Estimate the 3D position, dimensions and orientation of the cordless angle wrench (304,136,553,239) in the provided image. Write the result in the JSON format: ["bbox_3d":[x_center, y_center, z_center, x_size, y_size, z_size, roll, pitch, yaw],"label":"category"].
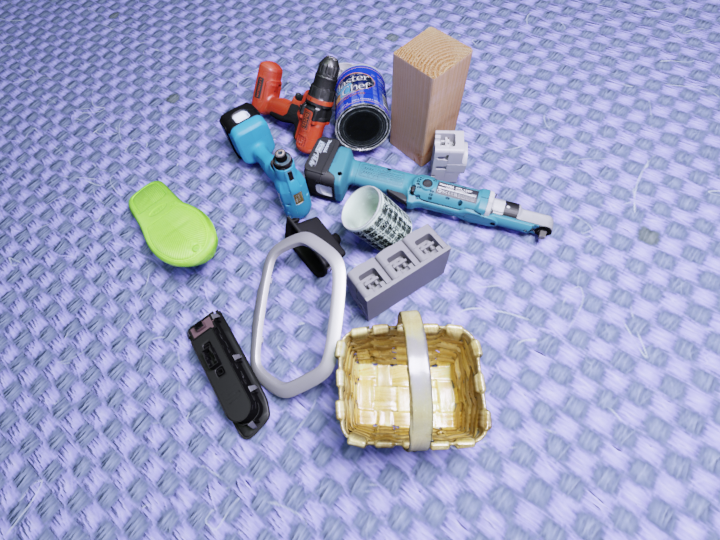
[{"bbox_3d":[0.111,-0.135,0.738,0.434,0.072,0.098,17,66,14],"label":"cordless angle wrench"}]

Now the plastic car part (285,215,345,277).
[{"bbox_3d":[-0.071,-0.046,0.724,0.069,0.065,0.121,-32,66,-26],"label":"plastic car part"}]

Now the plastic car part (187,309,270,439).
[{"bbox_3d":[-0.202,0.149,0.635,0.066,0.065,0.211,-33,67,-10],"label":"plastic car part"}]

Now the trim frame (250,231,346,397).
[{"bbox_3d":[-0.101,0.062,0.638,0.192,0.026,0.251,-2,77,34],"label":"trim frame"}]

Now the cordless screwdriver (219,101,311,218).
[{"bbox_3d":[-0.176,-0.218,0.771,0.074,0.153,0.260,-32,62,-12],"label":"cordless screwdriver"}]
